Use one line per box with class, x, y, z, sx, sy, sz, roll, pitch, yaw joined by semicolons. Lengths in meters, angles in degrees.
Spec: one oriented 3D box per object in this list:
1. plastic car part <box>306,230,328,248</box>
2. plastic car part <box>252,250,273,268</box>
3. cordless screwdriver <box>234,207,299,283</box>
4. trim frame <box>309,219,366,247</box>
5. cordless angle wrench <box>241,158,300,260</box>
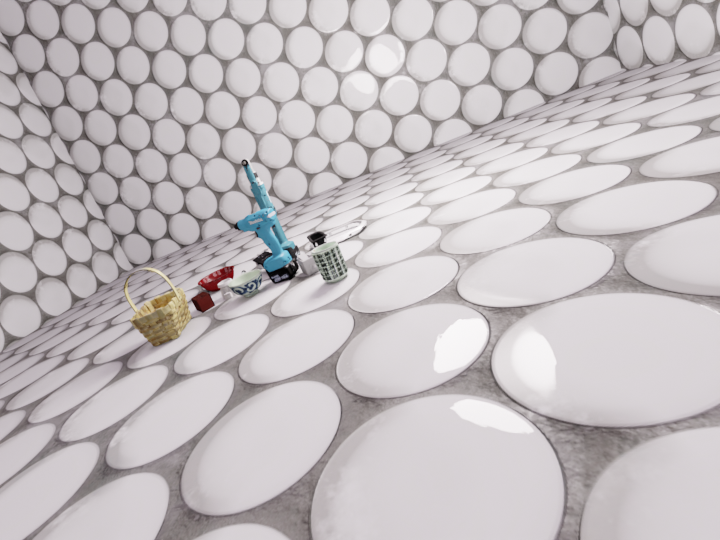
plastic car part;-0.153;-0.100;1.564;0.065;0.069;0.120;-26;17;-11
plastic car part;-0.338;-0.026;1.590;0.065;0.065;0.212;-31;19;-25
cordless screwdriver;-0.321;-0.079;1.433;0.164;0.243;0.074;-16;15;26
trim frame;-0.089;-0.143;1.675;0.250;0.027;0.187;-22;18;6
cordless angle wrench;-0.347;-0.223;1.595;0.075;0.414;0.099;-20;14;10
